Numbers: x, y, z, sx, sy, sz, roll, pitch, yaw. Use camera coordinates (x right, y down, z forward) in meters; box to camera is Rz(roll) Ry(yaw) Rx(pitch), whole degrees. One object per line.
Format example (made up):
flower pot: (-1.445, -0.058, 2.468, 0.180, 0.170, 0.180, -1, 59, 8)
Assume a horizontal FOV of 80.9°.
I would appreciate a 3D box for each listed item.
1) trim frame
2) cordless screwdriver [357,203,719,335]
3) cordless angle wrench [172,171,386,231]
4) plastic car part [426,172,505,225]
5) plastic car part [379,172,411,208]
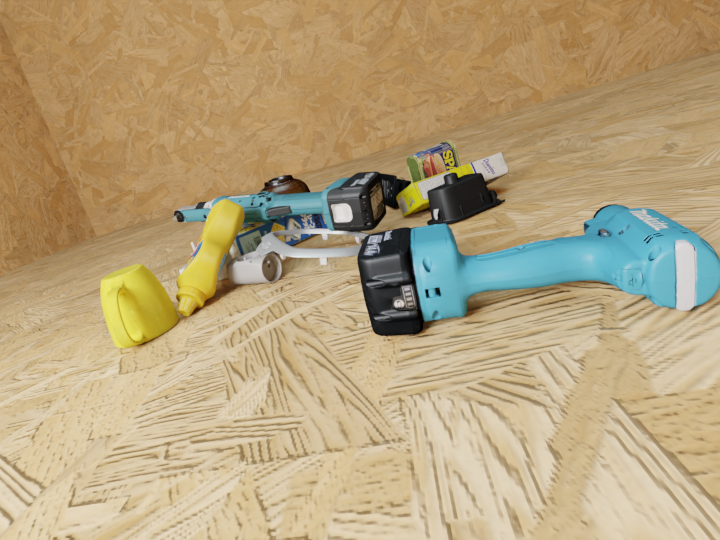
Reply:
trim frame: (-0.062, -0.041, 0.634, 0.179, 0.027, 0.259, -5, 15, -20)
cordless screwdriver: (0.129, -0.013, 0.376, 0.256, 0.073, 0.158, -7, 19, 19)
cordless angle wrench: (-0.169, -0.112, 0.756, 0.440, 0.072, 0.097, 1, 28, 26)
plastic car part: (0.154, -0.119, 0.662, 0.114, 0.070, 0.069, -21, 14, -21)
plastic car part: (0.072, -0.184, 0.939, 0.066, 0.065, 0.209, -10, 16, -11)
